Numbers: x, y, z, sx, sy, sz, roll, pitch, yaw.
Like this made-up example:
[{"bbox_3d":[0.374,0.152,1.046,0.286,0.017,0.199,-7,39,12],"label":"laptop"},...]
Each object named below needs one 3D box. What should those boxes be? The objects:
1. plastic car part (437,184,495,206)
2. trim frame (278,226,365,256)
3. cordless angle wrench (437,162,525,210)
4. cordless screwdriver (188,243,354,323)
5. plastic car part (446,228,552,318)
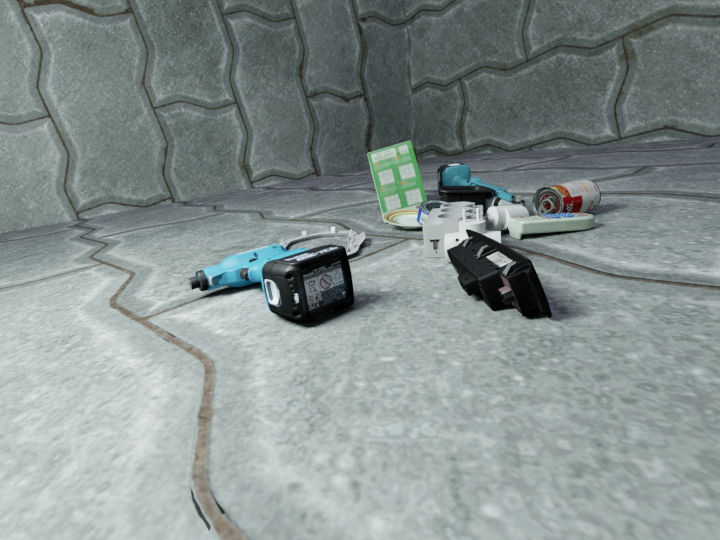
[{"bbox_3d":[0.222,-0.149,0.925,0.115,0.069,0.068,-5,19,-8],"label":"plastic car part"},{"bbox_3d":[-0.082,-0.054,0.837,0.185,0.027,0.251,-6,15,3],"label":"trim frame"},{"bbox_3d":[0.289,-0.192,1.035,0.074,0.096,0.434,-9,21,-5],"label":"cordless angle wrench"},{"bbox_3d":[-0.131,0.010,0.575,0.154,0.073,0.261,-18,15,-31],"label":"cordless screwdriver"},{"bbox_3d":[0.149,0.001,0.506,0.068,0.065,0.205,-32,15,10],"label":"plastic car part"}]
